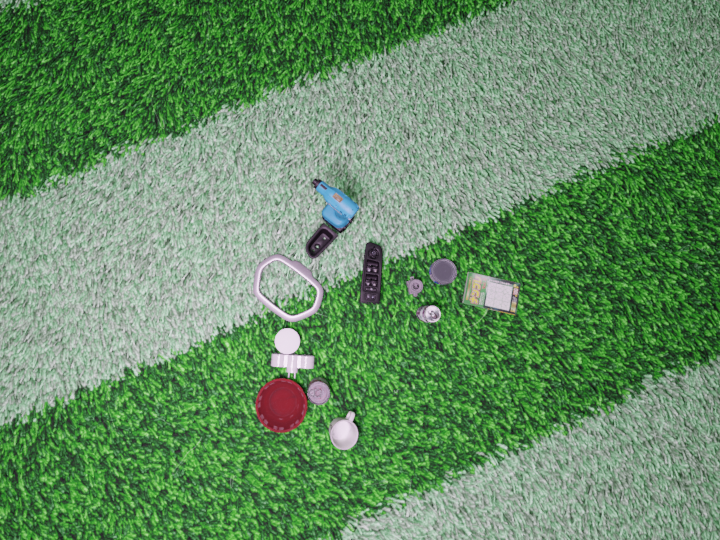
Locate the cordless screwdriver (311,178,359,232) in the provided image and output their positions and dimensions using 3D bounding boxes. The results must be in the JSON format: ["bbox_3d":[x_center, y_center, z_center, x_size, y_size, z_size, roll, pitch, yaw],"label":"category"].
[{"bbox_3d":[-0.087,-0.205,1.335,0.160,0.248,0.074,40,82,1],"label":"cordless screwdriver"}]

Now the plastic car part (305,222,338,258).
[{"bbox_3d":[-0.137,-0.090,1.406,0.066,0.070,0.116,41,83,3],"label":"plastic car part"}]

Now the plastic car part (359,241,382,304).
[{"bbox_3d":[0.036,0.010,1.392,0.066,0.066,0.204,6,81,-2],"label":"plastic car part"}]

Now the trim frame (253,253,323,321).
[{"bbox_3d":[-0.242,0.057,1.405,0.251,0.027,0.184,36,83,5],"label":"trim frame"}]
